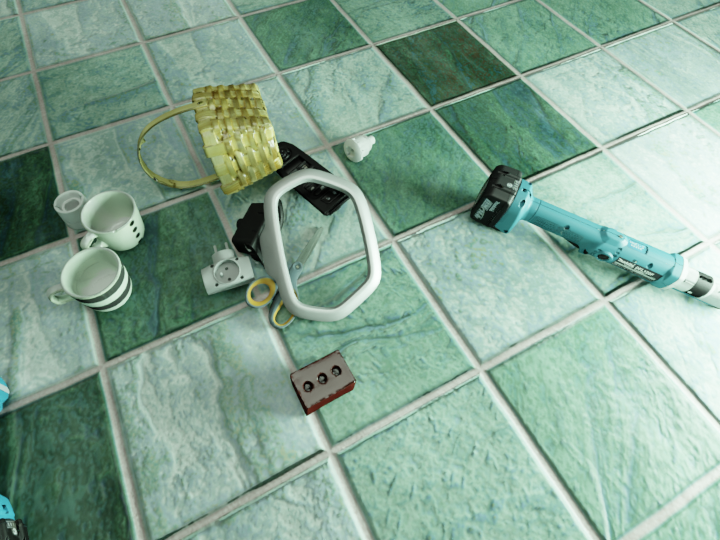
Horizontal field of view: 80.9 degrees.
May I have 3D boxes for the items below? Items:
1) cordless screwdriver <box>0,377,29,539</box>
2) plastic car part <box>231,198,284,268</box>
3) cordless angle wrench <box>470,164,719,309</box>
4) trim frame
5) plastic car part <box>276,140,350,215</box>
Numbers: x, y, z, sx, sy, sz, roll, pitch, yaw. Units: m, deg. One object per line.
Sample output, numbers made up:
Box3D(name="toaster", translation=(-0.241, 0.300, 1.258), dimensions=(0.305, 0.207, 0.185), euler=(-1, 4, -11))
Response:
Box3D(name="cordless screwdriver", translation=(-0.509, 0.268, 0.513), dimensions=(0.157, 0.072, 0.260), euler=(-28, 61, -16))
Box3D(name="plastic car part", translation=(-0.180, -0.071, 0.723), dimensions=(0.073, 0.063, 0.118), euler=(4, 56, 15))
Box3D(name="cordless angle wrench", translation=(0.400, -0.043, 0.694), dimensions=(0.432, 0.096, 0.074), euler=(27, 66, 10))
Box3D(name="trim frame", translation=(-0.066, -0.043, 0.673), dimensions=(0.182, 0.027, 0.250), euler=(-12, 85, -8))
Box3D(name="plastic car part", translation=(-0.098, -0.167, 0.768), dimensions=(0.066, 0.064, 0.212), euler=(-45, 65, -4))
